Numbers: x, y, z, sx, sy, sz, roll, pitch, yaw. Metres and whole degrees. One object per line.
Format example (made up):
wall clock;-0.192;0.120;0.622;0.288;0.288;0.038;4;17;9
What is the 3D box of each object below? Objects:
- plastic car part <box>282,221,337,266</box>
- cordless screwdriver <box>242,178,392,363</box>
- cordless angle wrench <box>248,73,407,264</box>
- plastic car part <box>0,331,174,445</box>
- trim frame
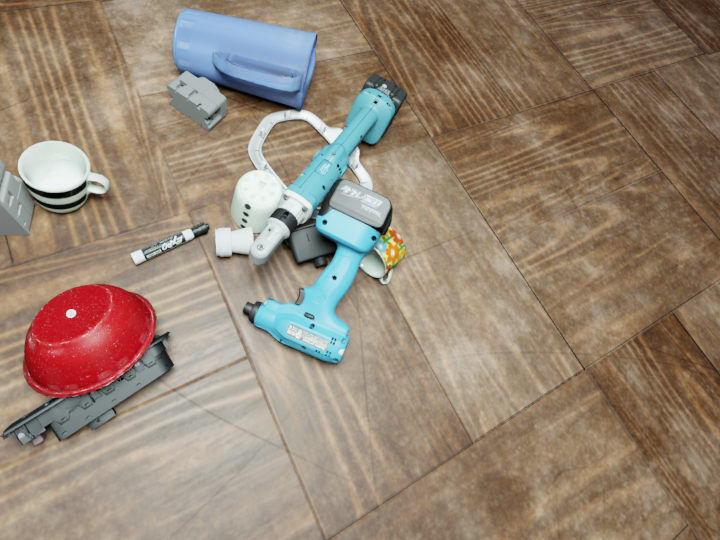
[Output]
plastic car part;-0.066;-0.043;0.677;0.114;0.067;0.071;-21;88;-18
cordless screwdriver;-0.059;-0.009;0.609;0.162;0.073;0.249;21;89;8
cordless angle wrench;-0.049;-0.169;0.677;0.075;0.098;0.423;32;58;-1
plastic car part;-0.319;0.149;0.525;0.200;0.067;0.067;-38;91;-25
trim frame;-0.088;-0.195;0.756;0.181;0.027;0.255;-34;75;-25
